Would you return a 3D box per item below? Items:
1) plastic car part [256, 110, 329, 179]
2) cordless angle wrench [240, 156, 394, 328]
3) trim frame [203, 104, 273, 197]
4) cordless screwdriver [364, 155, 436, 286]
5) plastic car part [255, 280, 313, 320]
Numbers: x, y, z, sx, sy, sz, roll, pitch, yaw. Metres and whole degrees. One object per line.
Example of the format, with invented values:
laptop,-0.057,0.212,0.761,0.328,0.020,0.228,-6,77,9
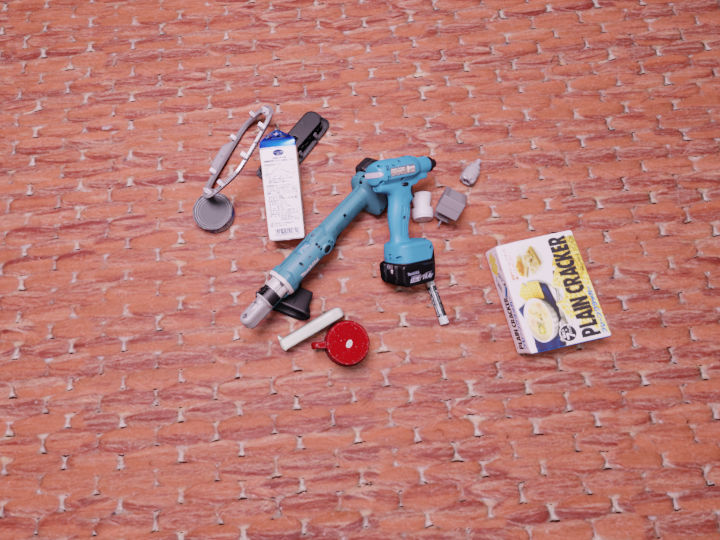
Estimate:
plastic car part,-0.150,-0.282,0.941,0.068,0.065,0.202,36,77,13
cordless angle wrench,-0.081,-0.053,0.830,0.078,0.093,0.421,30,70,33
trim frame,-0.263,-0.257,0.895,0.026,0.193,0.250,34,70,-34
cordless screwdriver,0.099,-0.101,0.833,0.154,0.078,0.245,-16,103,-31
plastic car part,-0.148,0.050,0.863,0.117,0.065,0.072,19,64,1
